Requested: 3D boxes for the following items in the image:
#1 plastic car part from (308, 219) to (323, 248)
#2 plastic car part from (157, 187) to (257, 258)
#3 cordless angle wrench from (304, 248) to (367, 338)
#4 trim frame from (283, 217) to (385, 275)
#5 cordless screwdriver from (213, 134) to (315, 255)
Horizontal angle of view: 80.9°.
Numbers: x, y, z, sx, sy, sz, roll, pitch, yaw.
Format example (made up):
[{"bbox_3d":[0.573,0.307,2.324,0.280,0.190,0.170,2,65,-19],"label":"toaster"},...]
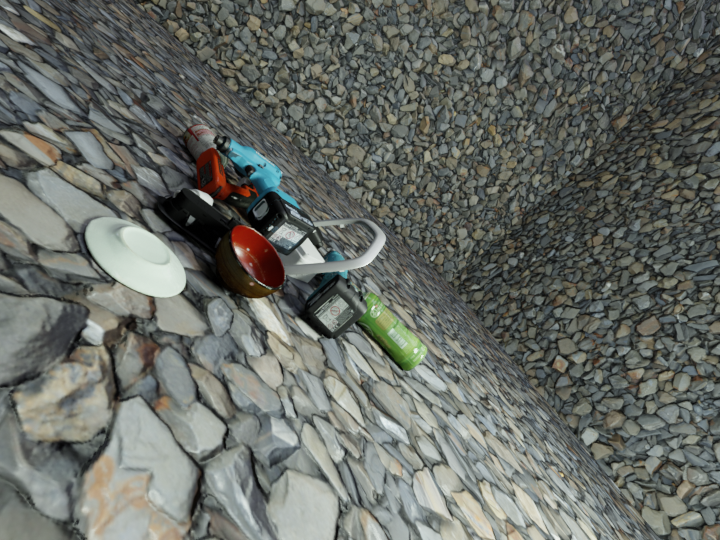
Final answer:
[{"bbox_3d":[-0.124,-0.091,1.119,0.071,0.066,0.116,60,8,-4],"label":"plastic car part"},{"bbox_3d":[-0.224,-0.060,0.663,0.194,0.067,0.068,36,22,-24],"label":"plastic car part"},{"bbox_3d":[-0.057,0.012,0.905,0.073,0.098,0.430,46,8,-14],"label":"cordless angle wrench"},{"bbox_3d":[-0.077,-0.051,0.793,0.191,0.249,0.026,-97,178,-52],"label":"trim frame"},{"bbox_3d":[-0.185,-0.149,0.772,0.150,0.075,0.262,32,21,-46],"label":"cordless screwdriver"}]
